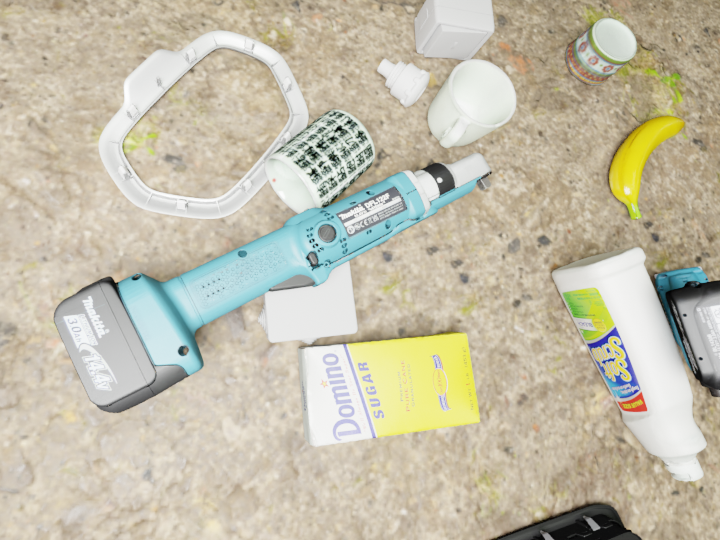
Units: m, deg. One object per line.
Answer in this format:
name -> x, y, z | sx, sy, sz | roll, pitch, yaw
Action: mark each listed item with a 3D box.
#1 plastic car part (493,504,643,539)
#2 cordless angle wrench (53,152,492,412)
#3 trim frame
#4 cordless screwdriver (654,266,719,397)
plastic car part -> 0.205, 0.296, 0.427 | 0.198, 0.067, 0.068 | -10, 74, -18
cordless angle wrench -> -0.038, -0.025, 0.391 | 0.415, 0.075, 0.099 | -29, 87, -20
trim frame -> -0.168, -0.168, 0.470 | 0.184, 0.028, 0.248 | 36, 74, -2
cordless screwdriver -> 0.379, 0.077, 0.448 | 0.077, 0.238, 0.161 | -17, 81, 28
